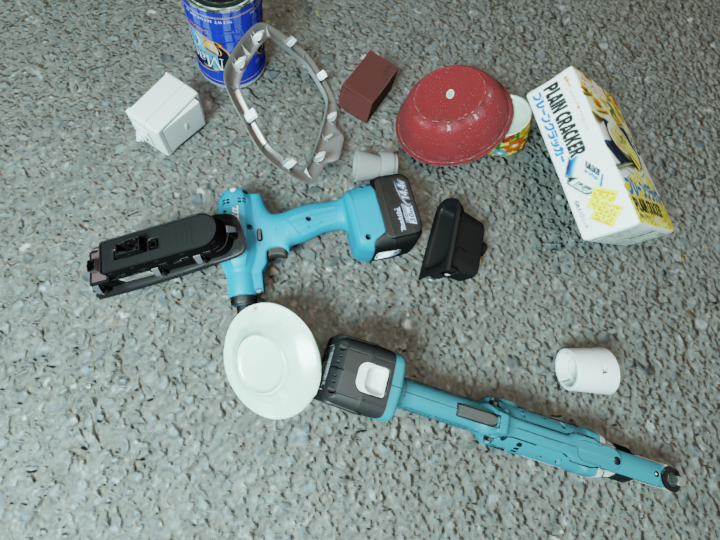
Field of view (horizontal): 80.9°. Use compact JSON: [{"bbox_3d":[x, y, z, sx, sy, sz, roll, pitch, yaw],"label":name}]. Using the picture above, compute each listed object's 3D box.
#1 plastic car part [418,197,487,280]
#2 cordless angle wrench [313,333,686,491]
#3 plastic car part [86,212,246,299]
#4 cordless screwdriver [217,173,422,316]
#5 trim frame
[{"bbox_3d":[0.131,-0.034,0.556,0.069,0.067,0.117,26,68,-15],"label":"plastic car part"},{"bbox_3d":[0.159,0.174,0.478,0.420,0.098,0.075,19,72,-3],"label":"cordless angle wrench"},{"bbox_3d":[-0.234,-0.026,0.491,0.205,0.064,0.068,-13,67,6],"label":"plastic car part"},{"bbox_3d":[-0.052,-0.034,0.531,0.248,0.073,0.162,-7,74,-3],"label":"cordless screwdriver"},{"bbox_3d":[-0.086,-0.219,0.540,0.175,0.028,0.254,44,37,-33],"label":"trim frame"}]
